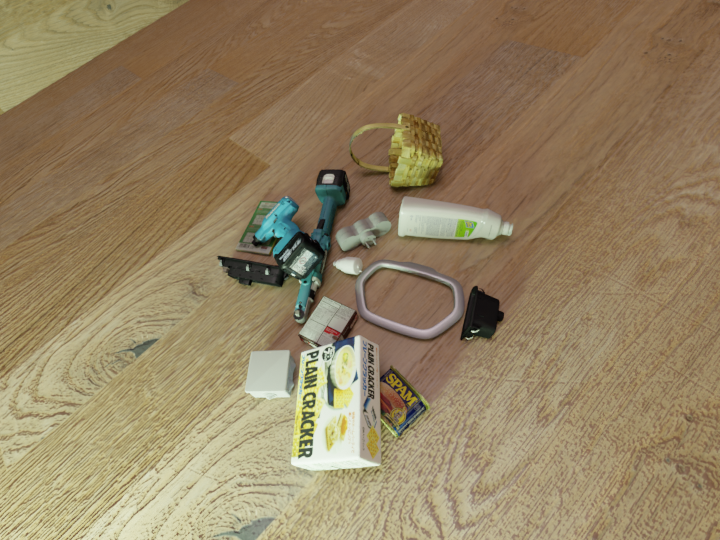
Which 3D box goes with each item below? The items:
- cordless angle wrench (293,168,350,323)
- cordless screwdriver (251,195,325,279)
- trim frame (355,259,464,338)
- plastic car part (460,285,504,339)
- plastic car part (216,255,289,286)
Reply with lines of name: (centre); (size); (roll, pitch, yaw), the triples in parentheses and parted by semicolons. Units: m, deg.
cordless angle wrench: (-0.104, -0.068, 1.060); (0.076, 0.093, 0.430); (2, 61, 15)
cordless screwdriver: (-0.190, -0.070, 1.032); (0.160, 0.070, 0.262); (-46, 40, 10)
trim frame: (0.104, 0.056, 0.945); (0.260, 0.026, 0.185); (14, 62, 26)
plastic car part: (0.254, 0.090, 0.864); (0.072, 0.064, 0.117); (21, 59, 9)
plastic car part: (-0.268, 0.005, 1.064); (0.209, 0.063, 0.068); (5, 67, 19)
